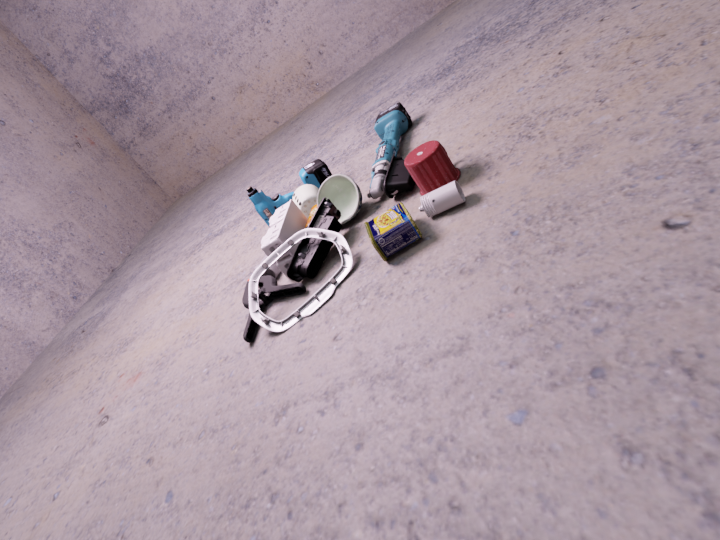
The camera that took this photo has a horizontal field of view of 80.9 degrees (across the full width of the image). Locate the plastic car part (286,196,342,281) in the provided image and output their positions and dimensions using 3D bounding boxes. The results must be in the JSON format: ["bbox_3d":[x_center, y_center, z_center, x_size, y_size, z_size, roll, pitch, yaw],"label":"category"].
[{"bbox_3d":[-0.091,-0.060,0.934,0.070,0.063,0.203,19,72,31],"label":"plastic car part"}]

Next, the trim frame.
[{"bbox_3d":[-0.129,0.012,0.862,0.248,0.026,0.194,-41,56,-4],"label":"trim frame"}]

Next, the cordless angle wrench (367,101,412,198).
[{"bbox_3d":[0.071,-0.321,1.133,0.101,0.071,0.430,-23,34,29],"label":"cordless angle wrench"}]

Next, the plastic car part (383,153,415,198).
[{"bbox_3d":[0.100,-0.211,0.953,0.073,0.063,0.118,-7,43,25],"label":"plastic car part"}]

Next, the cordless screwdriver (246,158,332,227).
[{"bbox_3d":[-0.205,-0.243,1.256,0.249,0.153,0.077,-36,25,3],"label":"cordless screwdriver"}]
